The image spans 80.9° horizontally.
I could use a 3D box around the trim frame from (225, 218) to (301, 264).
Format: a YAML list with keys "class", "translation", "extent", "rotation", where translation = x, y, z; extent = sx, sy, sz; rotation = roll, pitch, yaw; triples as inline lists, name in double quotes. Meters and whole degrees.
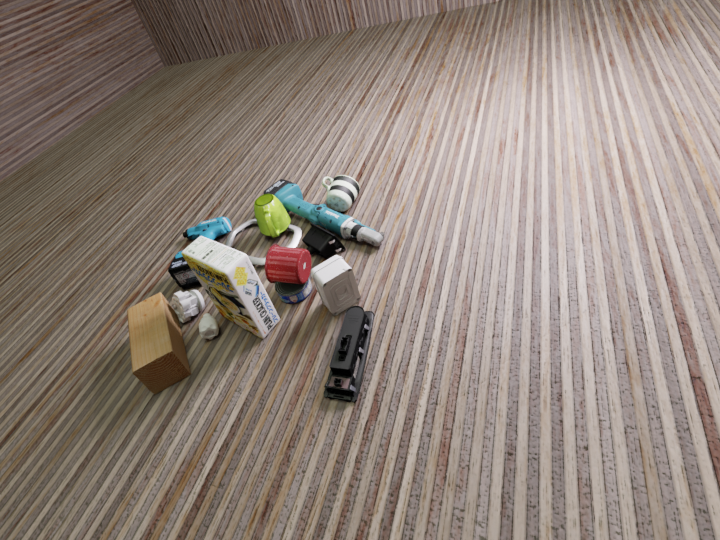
- class: "trim frame"
  translation: [-0.279, -0.087, 1.199]
  extent: [0.261, 0.026, 0.183]
  rotation: [12, 52, 33]

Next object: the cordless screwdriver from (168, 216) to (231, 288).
- class: "cordless screwdriver"
  translation: [-0.478, -0.059, 1.216]
  extent: [0.163, 0.071, 0.255]
  rotation: [-12, 38, 15]

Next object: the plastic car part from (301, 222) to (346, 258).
- class: "plastic car part"
  translation: [-0.107, -0.070, 1.095]
  extent: [0.123, 0.062, 0.071]
  rotation: [27, 73, 43]

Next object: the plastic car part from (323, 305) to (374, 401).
- class: "plastic car part"
  translation: [-0.023, 0.148, 0.829]
  extent: [0.069, 0.064, 0.205]
  rotation: [-6, 40, 24]

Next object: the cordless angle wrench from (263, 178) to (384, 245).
- class: "cordless angle wrench"
  translation: [-0.108, -0.153, 1.173]
  extent: [0.447, 0.071, 0.097]
  rotation: [28, 60, 38]
